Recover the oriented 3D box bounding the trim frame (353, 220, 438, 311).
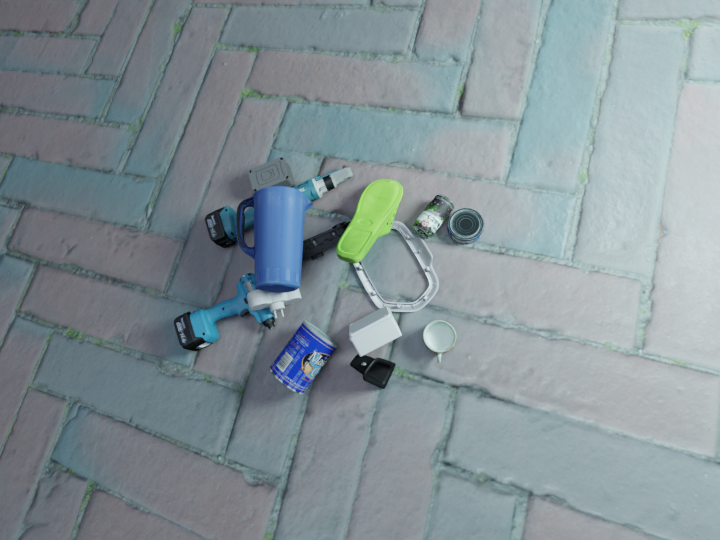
[{"bbox_3d":[0.085,-0.013,1.057,0.185,0.026,0.257,-29,68,4],"label":"trim frame"}]

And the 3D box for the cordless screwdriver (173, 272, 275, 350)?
[{"bbox_3d":[-0.350,0.133,1.106,0.249,0.072,0.165,-31,70,0],"label":"cordless screwdriver"}]

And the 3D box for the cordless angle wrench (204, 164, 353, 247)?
[{"bbox_3d":[-0.218,-0.186,1.166,0.425,0.072,0.101,-22,72,5],"label":"cordless angle wrench"}]

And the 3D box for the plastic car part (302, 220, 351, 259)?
[{"bbox_3d":[-0.108,-0.071,1.106,0.204,0.065,0.068,-27,86,7],"label":"plastic car part"}]

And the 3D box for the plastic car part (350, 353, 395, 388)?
[{"bbox_3d":[0.019,0.220,0.971,0.075,0.110,0.066,19,79,40],"label":"plastic car part"}]
